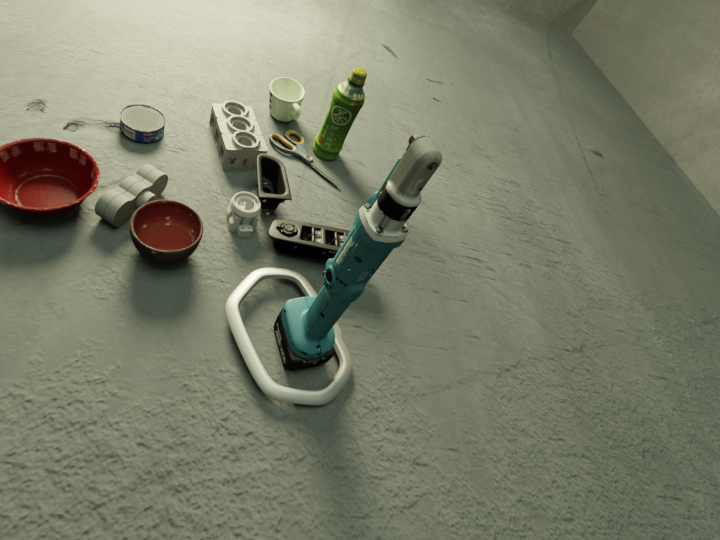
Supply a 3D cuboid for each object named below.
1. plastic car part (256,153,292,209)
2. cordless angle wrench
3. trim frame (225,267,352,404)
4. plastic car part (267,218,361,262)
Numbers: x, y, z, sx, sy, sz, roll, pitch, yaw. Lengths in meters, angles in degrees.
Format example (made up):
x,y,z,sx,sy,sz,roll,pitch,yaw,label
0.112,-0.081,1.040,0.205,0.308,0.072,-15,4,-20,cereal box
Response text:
x,y,z,sx,sy,sz,roll,pitch,yaw,label
-0.184,-0.168,0.846,0.063,0.071,0.121,3,53,-25,plastic car part
-0.018,0.004,0.539,0.071,0.422,0.102,-3,57,-30,cordless angle wrench
-0.113,0.099,0.688,0.178,0.027,0.258,-18,62,-34,trim frame
-0.078,-0.051,0.800,0.198,0.067,0.068,13,50,-15,plastic car part
